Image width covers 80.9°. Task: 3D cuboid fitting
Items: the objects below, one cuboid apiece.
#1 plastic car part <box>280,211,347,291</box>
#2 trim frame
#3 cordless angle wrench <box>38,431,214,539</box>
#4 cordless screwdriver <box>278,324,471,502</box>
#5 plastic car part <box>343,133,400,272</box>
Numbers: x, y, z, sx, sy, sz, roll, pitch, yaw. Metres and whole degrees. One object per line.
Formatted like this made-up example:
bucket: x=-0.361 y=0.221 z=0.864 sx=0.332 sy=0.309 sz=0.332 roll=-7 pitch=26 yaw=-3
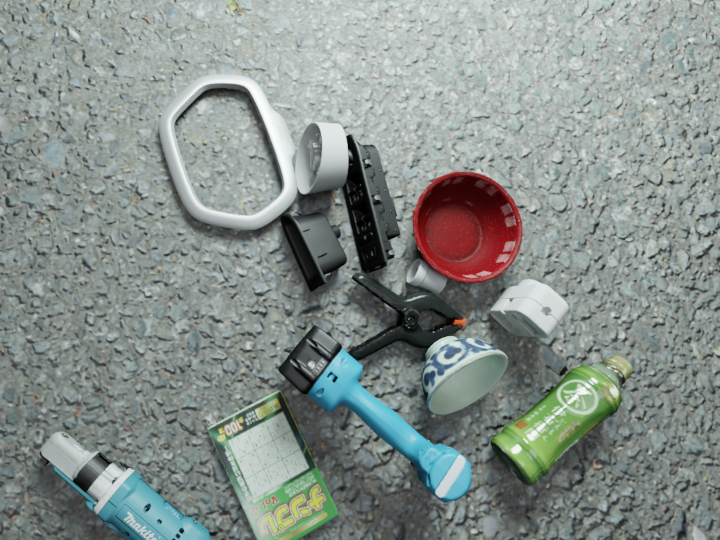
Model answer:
plastic car part: x=-0.059 y=-0.038 z=0.601 sx=0.069 sy=0.067 sz=0.118 roll=-19 pitch=81 yaw=-25
trim frame: x=-0.190 y=-0.176 z=0.622 sx=0.183 sy=0.027 sz=0.252 roll=-21 pitch=81 yaw=-7
cordless angle wrench: x=-0.219 y=0.338 z=0.515 sx=0.426 sy=0.074 sz=0.098 roll=38 pitch=79 yaw=4
cordless screwdriver: x=0.014 y=0.181 z=0.542 sx=0.257 sy=0.155 sz=0.074 roll=36 pitch=75 yaw=15
plastic car part: x=0.015 y=-0.104 z=0.613 sx=0.065 sy=0.067 sz=0.205 roll=-15 pitch=83 yaw=-20
